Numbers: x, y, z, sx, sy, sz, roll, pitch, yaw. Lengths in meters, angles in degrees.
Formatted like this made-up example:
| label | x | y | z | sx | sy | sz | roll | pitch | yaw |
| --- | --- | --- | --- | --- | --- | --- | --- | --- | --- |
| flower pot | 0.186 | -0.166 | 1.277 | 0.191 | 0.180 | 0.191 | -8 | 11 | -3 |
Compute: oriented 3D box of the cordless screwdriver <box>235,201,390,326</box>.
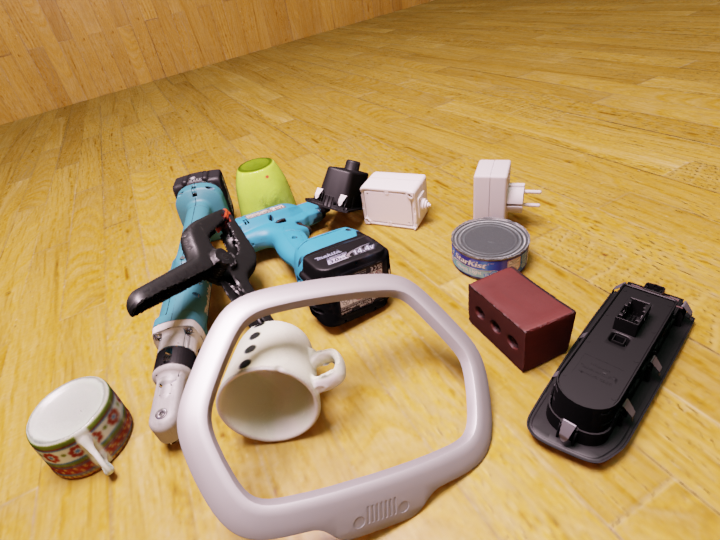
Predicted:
| label | x | y | z | sx | sy | sz | roll | pitch | yaw |
| --- | --- | --- | --- | --- | --- | --- | --- | --- | --- |
| cordless screwdriver | -0.054 | -0.035 | 0.548 | 0.155 | 0.072 | 0.263 | -24 | 34 | -27 |

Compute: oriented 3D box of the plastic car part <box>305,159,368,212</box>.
| label | x | y | z | sx | sy | sz | roll | pitch | yaw |
| --- | --- | --- | --- | --- | --- | --- | --- | --- | --- |
| plastic car part | -0.021 | -0.126 | 0.617 | 0.068 | 0.070 | 0.114 | 20 | 19 | 17 |

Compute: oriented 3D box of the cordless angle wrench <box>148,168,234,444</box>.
| label | x | y | z | sx | sy | sz | roll | pitch | yaw |
| --- | --- | --- | --- | --- | --- | --- | --- | --- | --- |
| cordless angle wrench | -0.211 | 0.006 | 0.531 | 0.074 | 0.094 | 0.441 | -13 | 40 | -4 |

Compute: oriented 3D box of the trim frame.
| label | x | y | z | sx | sy | sz | roll | pitch | yaw |
| --- | --- | --- | --- | --- | --- | --- | --- | --- | --- |
| trim frame | -0.009 | 0.091 | 0.321 | 0.241 | 0.027 | 0.190 | -8 | 64 | -23 |

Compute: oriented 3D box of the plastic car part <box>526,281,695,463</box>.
| label | x | y | z | sx | sy | sz | roll | pitch | yaw |
| --- | --- | --- | --- | --- | --- | --- | --- | --- | --- |
| plastic car part | 0.211 | 0.067 | 0.344 | 0.070 | 0.064 | 0.200 | 31 | 57 | 34 |
